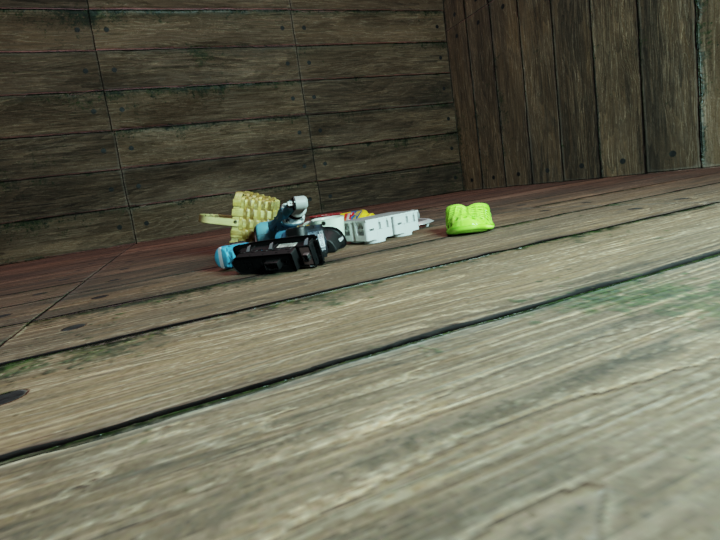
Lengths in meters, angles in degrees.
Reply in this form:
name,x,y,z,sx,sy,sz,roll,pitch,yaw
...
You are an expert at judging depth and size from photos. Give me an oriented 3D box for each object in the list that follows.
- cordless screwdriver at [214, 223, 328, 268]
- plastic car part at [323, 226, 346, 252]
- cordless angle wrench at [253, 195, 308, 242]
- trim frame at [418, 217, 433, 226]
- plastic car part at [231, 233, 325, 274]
name,x,y,z,sx,sy,sz,roll,pitch,yaw
cordless screwdriver,-0.188,-0.051,0.954,0.258,0.074,0.154,-7,6,29
plastic car part,-0.099,-0.064,1.008,0.120,0.064,0.071,-1,26,20
cordless angle wrench,-0.185,-0.113,1.012,0.095,0.075,0.431,-7,-3,-20
trim frame,0.097,-0.135,1.297,0.255,0.027,0.181,-4,10,16
plastic car part,-0.175,-0.022,0.835,0.211,0.063,0.067,-1,37,29
